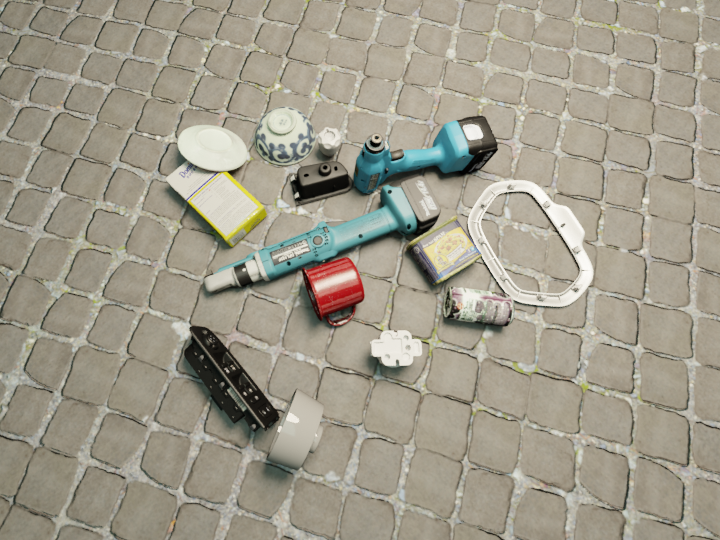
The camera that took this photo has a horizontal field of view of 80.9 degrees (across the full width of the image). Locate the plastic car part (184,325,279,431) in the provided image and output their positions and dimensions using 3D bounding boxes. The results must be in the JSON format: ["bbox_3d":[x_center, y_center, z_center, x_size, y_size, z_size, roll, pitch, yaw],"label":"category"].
[{"bbox_3d":[-0.218,0.177,0.685,0.067,0.064,0.208,-42,77,15],"label":"plastic car part"}]

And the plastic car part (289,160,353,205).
[{"bbox_3d":[-0.072,-0.172,0.779,0.116,0.069,0.067,-14,77,-1],"label":"plastic car part"}]

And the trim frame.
[{"bbox_3d":[0.304,-0.053,0.756,0.183,0.027,0.256,-23,72,-7],"label":"trim frame"}]

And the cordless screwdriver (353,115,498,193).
[{"bbox_3d":[0.112,-0.211,0.741,0.247,0.157,0.076,-14,76,-6],"label":"cordless screwdriver"}]

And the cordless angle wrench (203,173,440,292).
[{"bbox_3d":[-0.073,-0.048,0.743,0.421,0.073,0.100,-22,75,-3],"label":"cordless angle wrench"}]
